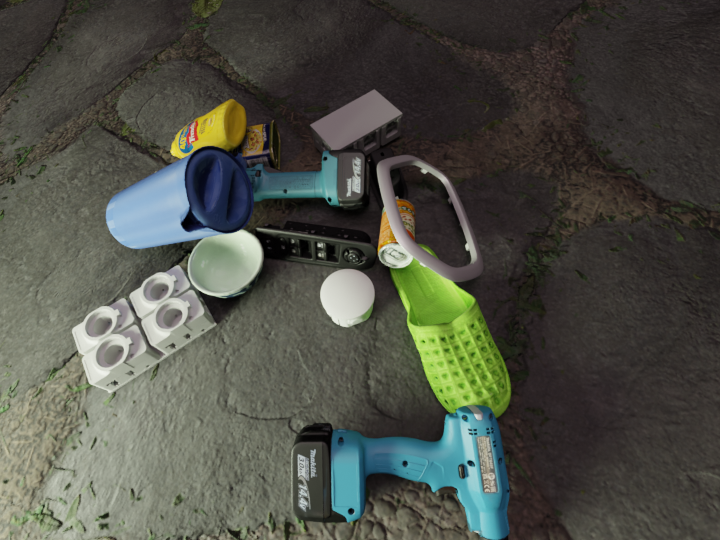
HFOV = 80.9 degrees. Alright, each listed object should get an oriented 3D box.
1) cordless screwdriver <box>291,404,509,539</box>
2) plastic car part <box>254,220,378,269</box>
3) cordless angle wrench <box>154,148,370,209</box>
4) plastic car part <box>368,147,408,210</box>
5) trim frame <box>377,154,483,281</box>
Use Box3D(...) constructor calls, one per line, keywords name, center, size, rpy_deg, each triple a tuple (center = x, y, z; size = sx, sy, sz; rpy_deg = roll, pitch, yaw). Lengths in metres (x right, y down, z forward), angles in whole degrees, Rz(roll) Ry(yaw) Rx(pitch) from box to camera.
Box3D(name="cordless screwdriver", center=(0.045, 0.254, 0.499), size=(0.250, 0.073, 0.161), rpy_deg=(-7, 82, 4))
Box3D(name="plastic car part", center=(-0.069, -0.045, 0.702), size=(0.209, 0.064, 0.067), rpy_deg=(11, 37, 15))
Box3D(name="cordless angle wrench", center=(-0.198, -0.159, 0.771), size=(0.433, 0.072, 0.098), rpy_deg=(1, 86, 14))
Box3D(name="plastic car part", center=(0.047, -0.171, 0.746), size=(0.066, 0.068, 0.121), rpy_deg=(-15, 57, 1))
Box3D(name="trim frame", center=(0.110, -0.090, 0.662), size=(0.177, 0.027, 0.258), rpy_deg=(7, 51, -27))
